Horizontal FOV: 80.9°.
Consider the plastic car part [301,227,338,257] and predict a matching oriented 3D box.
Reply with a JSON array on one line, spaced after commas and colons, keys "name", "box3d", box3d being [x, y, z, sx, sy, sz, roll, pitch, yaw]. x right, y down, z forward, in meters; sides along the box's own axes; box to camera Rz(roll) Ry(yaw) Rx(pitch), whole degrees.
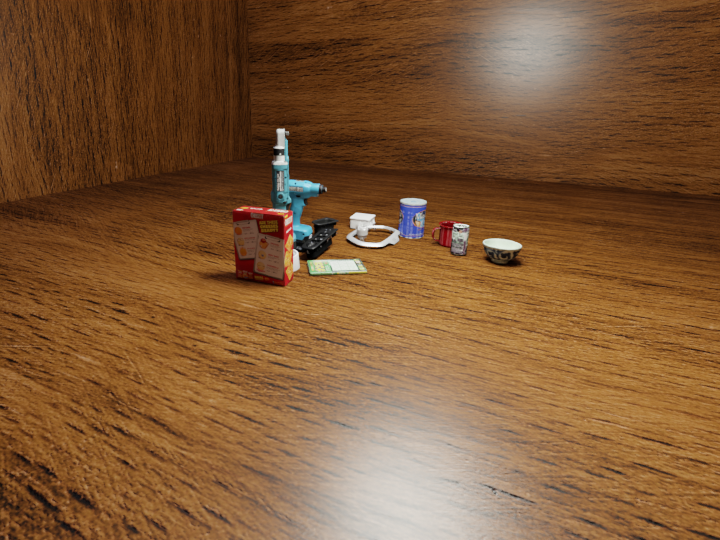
[{"name": "plastic car part", "box3d": [-0.145, -0.095, 1.483, 0.069, 0.066, 0.200, 9, 23, 19]}]

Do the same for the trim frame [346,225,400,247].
[{"name": "trim frame", "box3d": [0.054, -0.133, 1.637, 0.192, 0.027, 0.243, 11, 24, 24]}]

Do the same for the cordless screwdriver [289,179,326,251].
[{"name": "cordless screwdriver", "box3d": [-0.199, -0.191, 1.483, 0.163, 0.244, 0.074, 7, 20, 13]}]

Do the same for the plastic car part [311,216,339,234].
[{"name": "plastic car part", "box3d": [-0.146, -0.163, 1.647, 0.069, 0.069, 0.113, 16, 26, 34]}]

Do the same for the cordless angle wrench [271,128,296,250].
[{"name": "cordless angle wrench", "box3d": [-0.261, -0.246, 1.387, 0.097, 0.415, 0.077, -1, 19, -10]}]
